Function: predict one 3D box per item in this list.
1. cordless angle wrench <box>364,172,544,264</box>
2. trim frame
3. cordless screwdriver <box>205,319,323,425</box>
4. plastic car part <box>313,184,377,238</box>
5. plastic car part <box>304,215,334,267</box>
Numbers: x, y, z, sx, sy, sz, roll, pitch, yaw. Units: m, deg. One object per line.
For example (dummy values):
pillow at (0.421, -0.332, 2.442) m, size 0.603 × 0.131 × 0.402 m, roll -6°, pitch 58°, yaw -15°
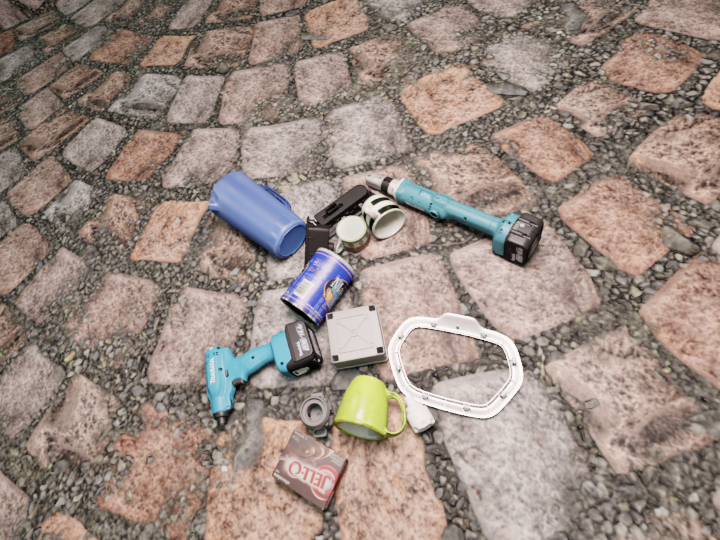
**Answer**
cordless angle wrench at (0.182, -0.145, 0.959) m, size 0.445 × 0.093 × 0.074 m, roll 29°, pitch 74°, yaw 30°
trim frame at (0.176, 0.173, 0.811) m, size 0.258 × 0.026 × 0.186 m, roll 9°, pitch 63°, yaw 22°
cordless screwdriver at (-0.202, 0.208, 0.869) m, size 0.251 × 0.071 × 0.165 m, roll -20°, pitch 58°, yaw 8°
plastic car part at (-0.051, -0.148, 1.041) m, size 0.201 × 0.064 × 0.070 m, roll -35°, pitch 52°, yaw -10°
plastic car part at (-0.097, -0.063, 0.989) m, size 0.071 × 0.114 × 0.067 m, roll 1°, pitch 19°, yaw -1°
